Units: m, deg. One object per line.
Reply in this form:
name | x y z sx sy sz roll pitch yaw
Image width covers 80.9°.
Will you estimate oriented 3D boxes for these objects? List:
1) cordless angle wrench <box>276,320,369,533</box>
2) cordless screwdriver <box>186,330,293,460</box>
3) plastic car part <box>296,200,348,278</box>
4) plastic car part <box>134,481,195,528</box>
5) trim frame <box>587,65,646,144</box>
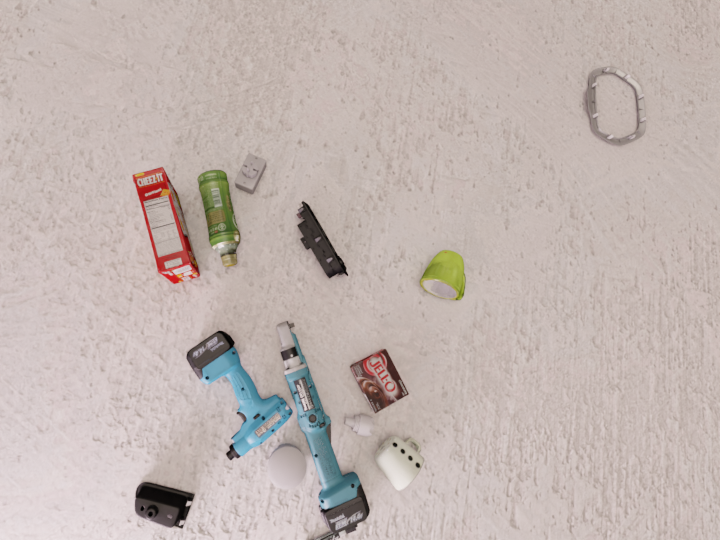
cordless angle wrench | -0.102 0.314 0.905 0.097 0.074 0.431 -19 78 -12
cordless screwdriver | -0.278 0.260 0.895 0.158 0.075 0.249 -39 89 -13
plastic car part | -0.097 -0.063 0.992 0.067 0.066 0.205 -34 84 -4
plastic car part | -0.398 0.470 0.835 0.115 0.071 0.066 19 76 -7
trim frame | 0.722 -0.469 1.193 0.183 0.027 0.251 7 79 -4
